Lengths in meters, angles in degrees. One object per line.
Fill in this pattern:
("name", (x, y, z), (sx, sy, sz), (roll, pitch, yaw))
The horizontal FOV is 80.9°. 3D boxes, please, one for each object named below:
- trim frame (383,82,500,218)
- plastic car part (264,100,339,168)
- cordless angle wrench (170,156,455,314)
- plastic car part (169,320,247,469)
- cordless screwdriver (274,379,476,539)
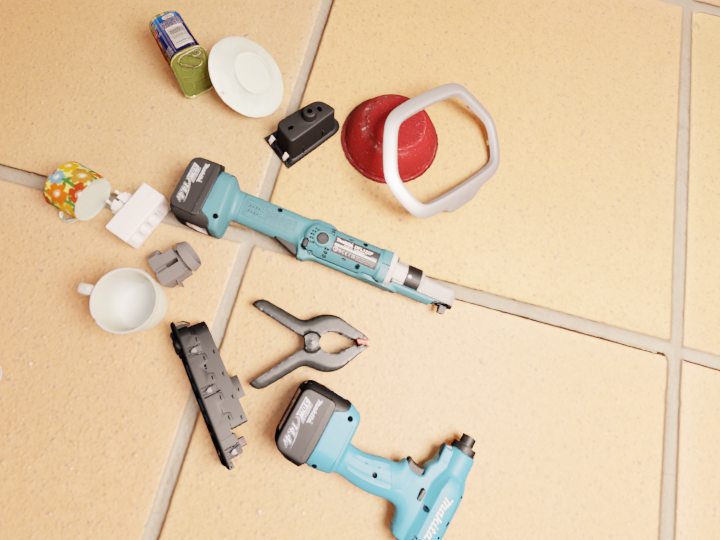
("trim frame", (0.127, -0.182, 0.644), (0.244, 0.028, 0.181), (-34, 103, -27))
("plastic car part", (-0.087, -0.226, 0.659), (0.116, 0.070, 0.067), (-37, 85, -9))
("cordless angle wrench", (-0.060, -0.039, 0.614), (0.423, 0.074, 0.098), (22, 76, 0))
("plastic car part", (-0.196, 0.151, 0.559), (0.066, 0.066, 0.207), (-27, 79, -21))
("cordless screwdriver", (0.022, 0.228, 0.546), (0.250, 0.074, 0.159), (35, 76, 1))
